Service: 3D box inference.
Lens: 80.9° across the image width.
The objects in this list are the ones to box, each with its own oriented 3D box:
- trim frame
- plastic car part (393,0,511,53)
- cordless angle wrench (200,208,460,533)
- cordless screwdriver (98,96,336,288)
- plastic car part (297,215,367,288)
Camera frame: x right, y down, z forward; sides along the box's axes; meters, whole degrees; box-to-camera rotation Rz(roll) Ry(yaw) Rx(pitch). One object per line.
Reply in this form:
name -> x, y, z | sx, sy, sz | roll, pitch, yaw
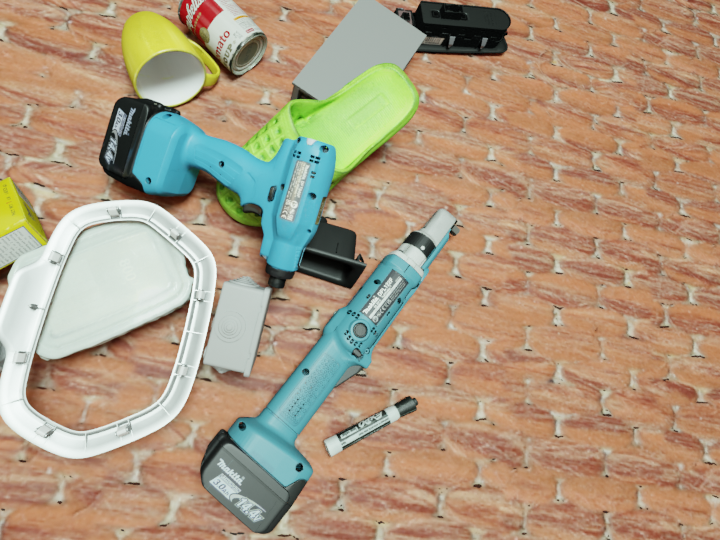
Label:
trim frame -> -0.242, 0.047, 0.409 | 0.181, 0.027, 0.251 | 11, 75, -8
plastic car part -> 0.144, -0.379, 0.651 | 0.198, 0.067, 0.068 | -1, 70, -15
cordless angle wrench -> -0.008, 0.075, 0.493 | 0.098, 0.075, 0.421 | 40, 69, -2
cordless screwdriver -> -0.161, -0.089, 0.464 | 0.255, 0.073, 0.158 | 19, 99, 12
plastic car part -> -0.051, -0.033, 0.522 | 0.116, 0.065, 0.072 | 20, 58, -4
